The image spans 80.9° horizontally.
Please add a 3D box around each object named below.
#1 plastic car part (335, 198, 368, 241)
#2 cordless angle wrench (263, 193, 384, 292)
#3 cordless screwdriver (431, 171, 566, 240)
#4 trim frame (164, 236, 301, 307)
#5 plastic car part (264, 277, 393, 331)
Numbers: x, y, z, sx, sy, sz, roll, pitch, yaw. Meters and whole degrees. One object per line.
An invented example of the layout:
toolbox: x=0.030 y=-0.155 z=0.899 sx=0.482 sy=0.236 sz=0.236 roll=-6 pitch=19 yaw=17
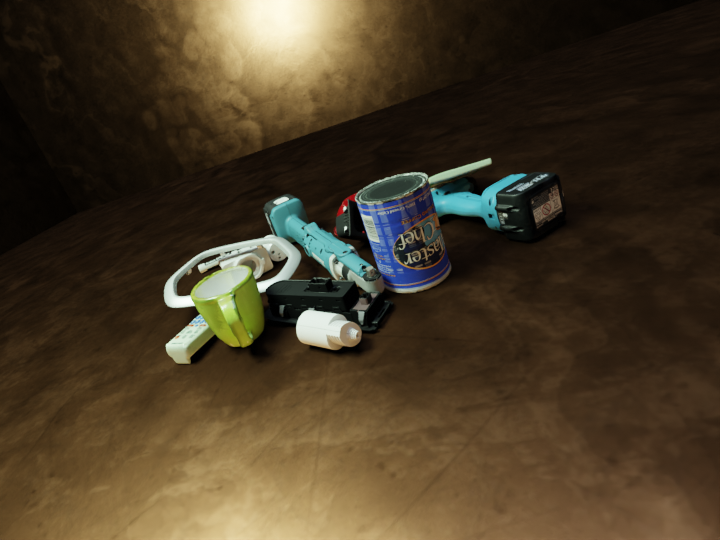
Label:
plastic car part: x=0.000 y=-0.078 z=0.766 sx=0.110 sy=0.067 sz=0.074 roll=11 pitch=-19 yaw=-43
cordless angle wrench: x=-0.075 y=-0.049 z=0.765 sx=0.073 sy=0.094 sz=0.445 roll=-27 pitch=30 yaw=-17
cordless screwdriver: x=0.211 y=-0.121 z=0.704 sx=0.156 sy=0.072 sz=0.261 roll=-31 pitch=24 yaw=-24
trim frame: x=-0.223 y=0.003 z=0.735 sx=0.251 sy=0.026 sz=0.190 roll=-11 pitch=34 yaw=5
plastic car part: x=-0.063 y=0.043 z=0.597 sx=0.212 sy=0.064 sz=0.066 roll=-4 pitch=35 yaw=36
